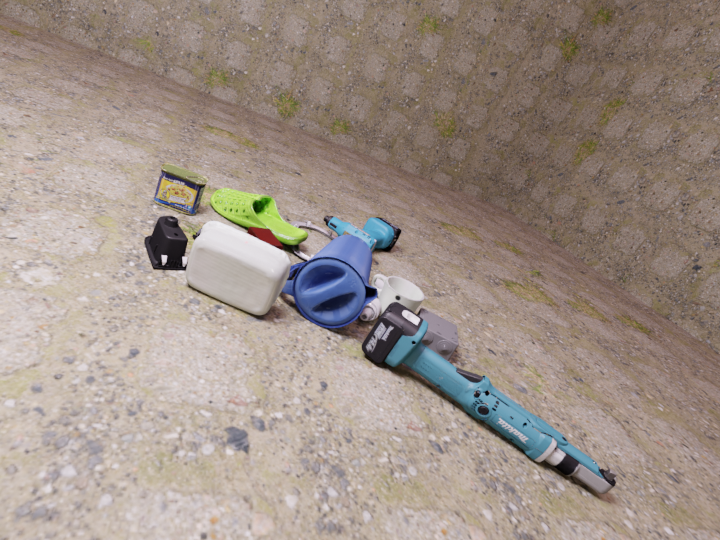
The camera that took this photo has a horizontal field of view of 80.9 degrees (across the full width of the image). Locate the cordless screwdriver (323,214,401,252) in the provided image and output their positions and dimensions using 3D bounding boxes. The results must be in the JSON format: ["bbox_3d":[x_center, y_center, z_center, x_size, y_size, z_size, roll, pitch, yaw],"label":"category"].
[{"bbox_3d":[0.009,-0.112,1.199,0.165,0.074,0.240,34,20,19],"label":"cordless screwdriver"}]

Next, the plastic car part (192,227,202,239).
[{"bbox_3d":[-0.244,-0.036,0.822,0.214,0.067,0.063,42,20,31],"label":"plastic car part"}]

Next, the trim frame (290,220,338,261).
[{"bbox_3d":[-0.105,-0.069,1.075,0.180,0.027,0.257,17,25,-15],"label":"trim frame"}]

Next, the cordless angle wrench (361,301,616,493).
[{"bbox_3d":[0.201,0.212,0.689,0.434,0.097,0.073,34,23,13],"label":"cordless angle wrench"}]

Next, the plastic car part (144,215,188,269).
[{"bbox_3d":[-0.343,-0.060,0.756,0.063,0.071,0.123,6,31,-43],"label":"plastic car part"}]
